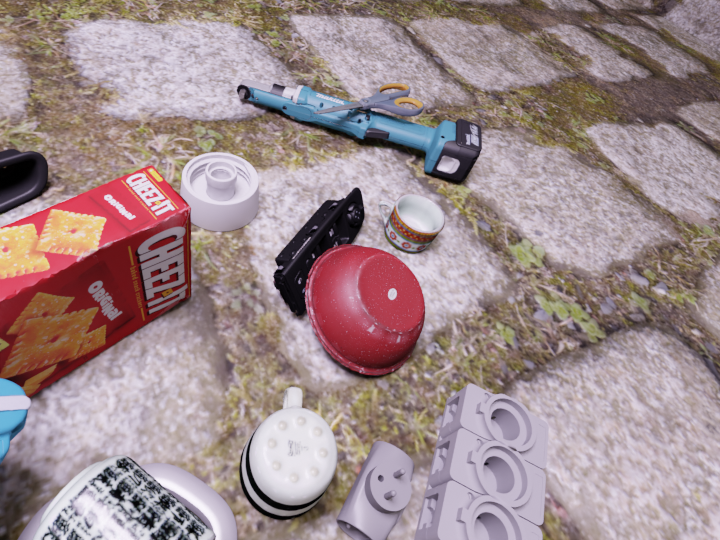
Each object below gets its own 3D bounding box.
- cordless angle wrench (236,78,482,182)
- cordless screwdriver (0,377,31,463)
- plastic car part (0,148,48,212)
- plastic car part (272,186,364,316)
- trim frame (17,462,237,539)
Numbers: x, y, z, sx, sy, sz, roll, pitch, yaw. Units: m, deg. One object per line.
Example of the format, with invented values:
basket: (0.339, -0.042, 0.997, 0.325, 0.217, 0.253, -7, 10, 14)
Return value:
cordless angle wrench: (-0.008, -0.261, 0.734, 0.424, 0.073, 0.099, 17, 50, 1)
cordless screwdriver: (-0.252, 0.211, 0.250, 0.070, 0.161, 0.260, 22, 34, -55)
plastic car part: (-0.447, -0.110, 0.505, 0.074, 0.064, 0.115, 25, 46, 20)
plastic car part: (-0.054, -0.035, 0.549, 0.070, 0.063, 0.202, 3, 42, 37)
trim frame: (-0.181, 0.271, 0.296, 0.183, 0.027, 0.254, 12, 49, -5)
